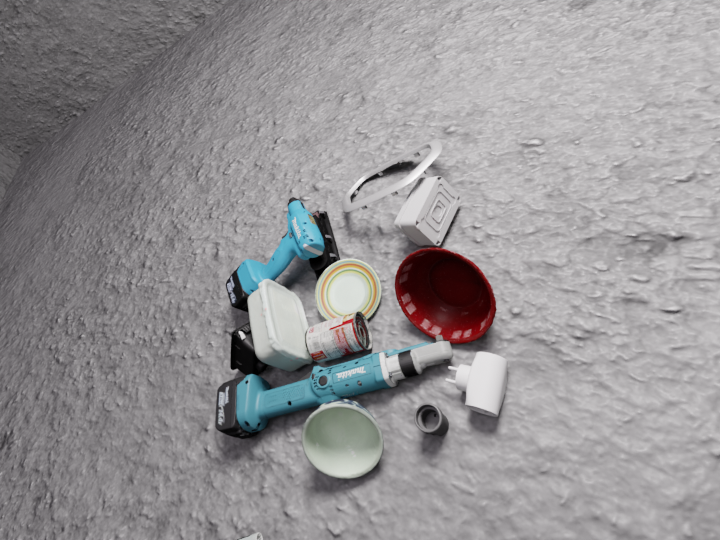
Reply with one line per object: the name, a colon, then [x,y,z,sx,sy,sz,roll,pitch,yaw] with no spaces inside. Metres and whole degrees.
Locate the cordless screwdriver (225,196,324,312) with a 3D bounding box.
cordless screwdriver: [-0.186,-0.032,0.897,0.251,0.070,0.167,-43,48,21]

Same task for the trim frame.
trim frame: [0.058,-0.190,0.866,0.256,0.026,0.185,-21,31,39]

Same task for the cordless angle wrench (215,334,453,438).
cordless angle wrench: [-0.053,0.192,0.713,0.432,0.070,0.101,-20,52,18]

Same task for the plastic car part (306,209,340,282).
plastic car part: [-0.088,-0.058,0.902,0.067,0.063,0.212,-25,53,8]

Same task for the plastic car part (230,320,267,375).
plastic car part: [-0.210,0.163,0.821,0.074,0.114,0.064,31,37,28]
